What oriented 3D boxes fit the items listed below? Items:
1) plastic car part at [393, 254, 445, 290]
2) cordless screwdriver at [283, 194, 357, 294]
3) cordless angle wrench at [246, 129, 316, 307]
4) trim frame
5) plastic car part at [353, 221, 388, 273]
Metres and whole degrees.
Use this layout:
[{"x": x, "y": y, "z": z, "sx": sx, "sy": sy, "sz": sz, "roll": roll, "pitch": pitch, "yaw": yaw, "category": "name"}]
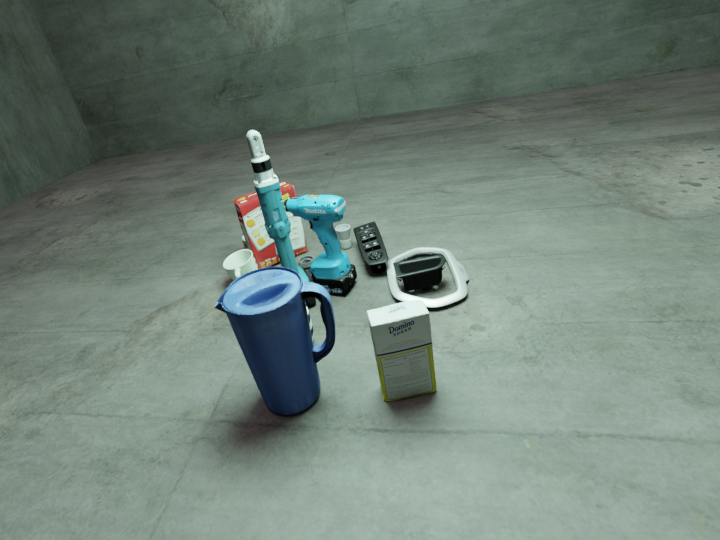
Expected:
[{"x": 0.140, "y": 0.013, "z": 0.966, "sx": 0.117, "sy": 0.068, "sz": 0.068, "roll": -9, "pitch": 29, "yaw": 5, "category": "plastic car part"}, {"x": -0.099, "y": -0.065, "z": 1.013, "sx": 0.166, "sy": 0.240, "sz": 0.074, "roll": 6, "pitch": 32, "yaw": 28, "category": "cordless screwdriver"}, {"x": -0.183, "y": -0.099, "z": 0.936, "sx": 0.073, "sy": 0.409, "sz": 0.103, "roll": -19, "pitch": 29, "yaw": -15, "category": "cordless angle wrench"}, {"x": 0.158, "y": 0.011, "z": 1.004, "sx": 0.186, "sy": 0.026, "sz": 0.255, "roll": -10, "pitch": 31, "yaw": 5, "category": "trim frame"}, {"x": 0.029, "y": -0.056, "z": 1.124, "sx": 0.066, "sy": 0.065, "sz": 0.210, "roll": -13, "pitch": 30, "yaw": -2, "category": "plastic car part"}]
